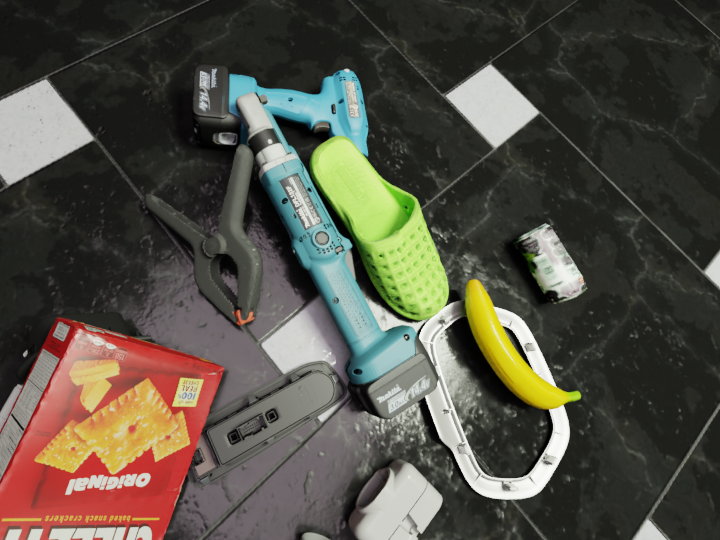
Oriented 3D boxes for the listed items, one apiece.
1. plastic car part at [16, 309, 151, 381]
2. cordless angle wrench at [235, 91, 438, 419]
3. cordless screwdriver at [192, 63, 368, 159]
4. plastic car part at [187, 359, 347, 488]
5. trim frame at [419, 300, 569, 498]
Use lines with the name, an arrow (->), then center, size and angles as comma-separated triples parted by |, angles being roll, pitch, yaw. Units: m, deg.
plastic car part -> -0.303, 0.074, 0.461 | 0.110, 0.066, 0.075 | 9, 35, -45
cordless angle wrench -> -0.051, -0.033, 0.519 | 0.096, 0.075, 0.426 | -27, 85, -18
cordless screwdriver -> -0.109, -0.209, 0.600 | 0.243, 0.075, 0.162 | -5, 75, -15
plastic car part -> -0.108, 0.165, 0.483 | 0.199, 0.066, 0.068 | -26, 73, -19
trim frame -> 0.171, 0.159, 0.547 | 0.181, 0.027, 0.253 | -15, 76, -13
